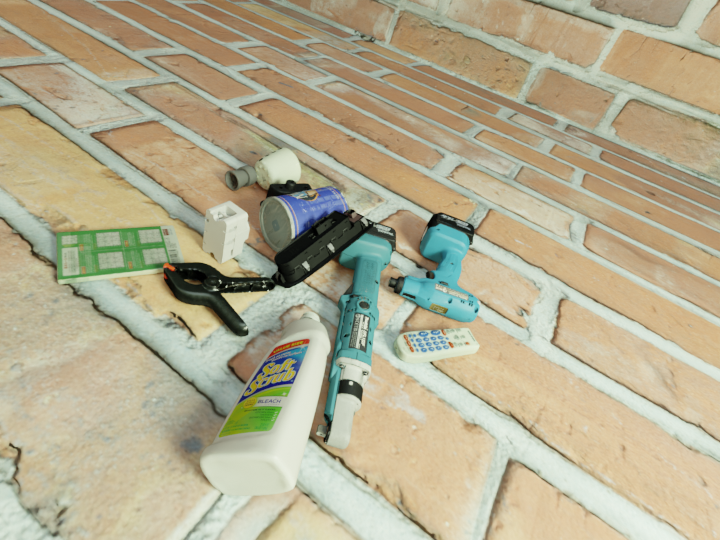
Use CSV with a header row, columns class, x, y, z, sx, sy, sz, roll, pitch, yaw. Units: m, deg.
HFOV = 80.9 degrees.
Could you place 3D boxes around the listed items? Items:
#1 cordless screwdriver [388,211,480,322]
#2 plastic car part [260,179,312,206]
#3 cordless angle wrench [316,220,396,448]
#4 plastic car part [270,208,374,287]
class,x,y,z,sx,sy,sz,roll,pitch,yaw
cordless screwdriver,0.144,-0.018,0.822,0.160,0.073,0.252,18,41,0
plastic car part,-0.144,-0.154,0.879,0.112,0.070,0.069,-1,41,-28
cordless angle wrench,-0.004,0.070,0.660,0.097,0.073,0.431,15,40,-5
plastic car part,-0.071,-0.046,0.722,0.201,0.064,0.070,-42,51,-18
